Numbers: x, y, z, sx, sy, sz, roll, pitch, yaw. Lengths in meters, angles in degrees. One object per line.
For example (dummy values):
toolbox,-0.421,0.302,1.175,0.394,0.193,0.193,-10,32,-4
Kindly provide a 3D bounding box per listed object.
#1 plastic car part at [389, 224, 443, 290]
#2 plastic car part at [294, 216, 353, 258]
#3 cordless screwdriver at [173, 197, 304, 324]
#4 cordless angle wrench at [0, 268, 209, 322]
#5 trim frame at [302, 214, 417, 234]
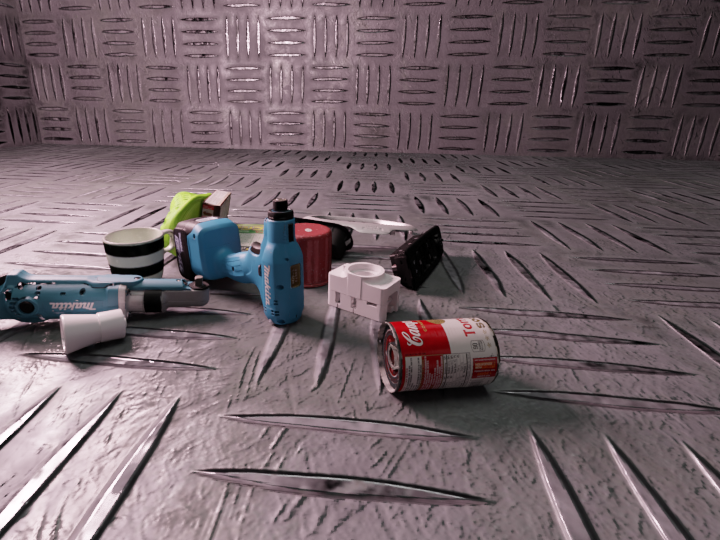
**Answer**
plastic car part,0.096,-0.026,0.725,0.069,0.065,0.198,-16,10,34
plastic car part,-0.077,-0.050,0.783,0.119,0.064,0.071,9,36,12
cordless screwdriver,-0.174,-0.036,0.599,0.263,0.156,0.072,17,24,40
cordless angle wrench,-0.407,0.033,0.527,0.414,0.096,0.077,1,19,-13
trim frame,-0.003,-0.095,0.887,0.242,0.027,0.190,4,9,-16
